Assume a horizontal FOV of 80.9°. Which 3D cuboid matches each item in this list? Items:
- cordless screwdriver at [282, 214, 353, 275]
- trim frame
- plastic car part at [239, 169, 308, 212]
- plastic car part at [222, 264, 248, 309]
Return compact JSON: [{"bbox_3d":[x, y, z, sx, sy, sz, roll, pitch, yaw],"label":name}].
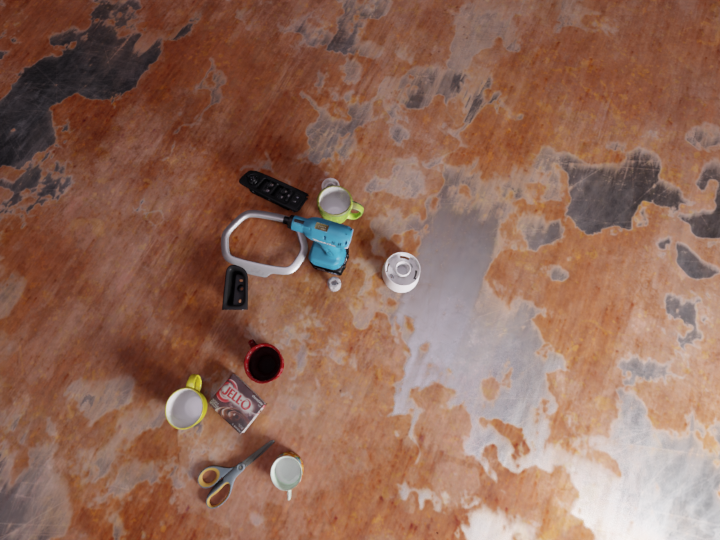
[{"bbox_3d":[-0.102,-0.066,1.040,0.161,0.244,0.075,17,74,4],"label":"cordless screwdriver"},{"bbox_3d":[-0.265,-0.075,1.165,0.252,0.027,0.186,11,73,7],"label":"trim frame"},{"bbox_3d":[-0.246,-0.222,1.192,0.207,0.065,0.066,28,75,11],"label":"plastic car part"},{"bbox_3d":[-0.318,0.050,1.105,0.066,0.069,0.119,-1,72,0],"label":"plastic car part"}]
